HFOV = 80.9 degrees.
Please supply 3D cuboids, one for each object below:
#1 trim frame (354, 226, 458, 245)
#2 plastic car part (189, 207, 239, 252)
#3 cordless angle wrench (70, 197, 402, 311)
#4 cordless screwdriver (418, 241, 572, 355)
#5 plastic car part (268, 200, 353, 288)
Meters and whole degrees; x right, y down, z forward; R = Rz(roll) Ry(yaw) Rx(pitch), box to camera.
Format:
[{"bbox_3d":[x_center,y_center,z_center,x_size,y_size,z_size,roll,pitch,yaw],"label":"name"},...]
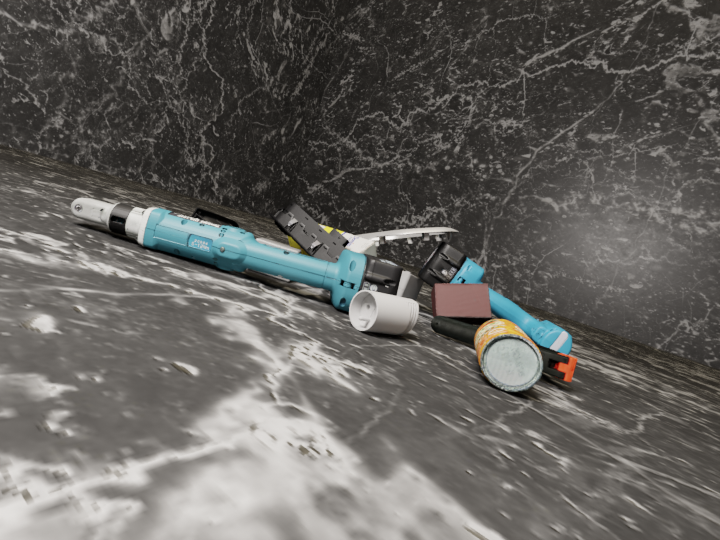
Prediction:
[{"bbox_3d":[0.059,-0.058,0.769,0.176,0.027,0.260,-4,4,-35],"label":"trim frame"},{"bbox_3d":[-0.202,-0.040,0.633,0.074,0.066,0.111,36,9,26],"label":"plastic car part"},{"bbox_3d":[-0.164,-0.028,0.541,0.423,0.074,0.098,15,5,0],"label":"cordless angle wrench"},{"bbox_3d":[0.221,0.050,0.717,0.256,0.074,0.155,36,8,13],"label":"cordless screwdriver"},{"bbox_3d":[-0.064,-0.042,0.655,0.211,0.067,0.063,39,7,22],"label":"plastic car part"}]
